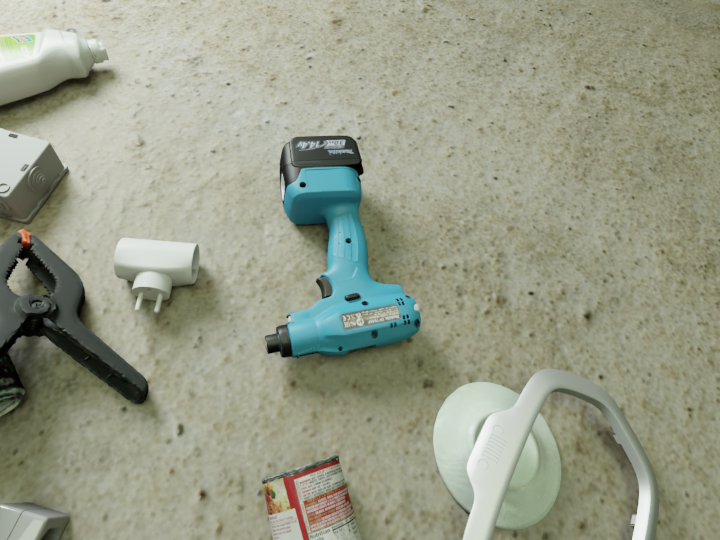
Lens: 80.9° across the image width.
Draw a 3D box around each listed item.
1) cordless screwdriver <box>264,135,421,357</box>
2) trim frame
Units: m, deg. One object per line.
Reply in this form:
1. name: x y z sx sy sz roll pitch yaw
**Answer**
1. cordless screwdriver: -0.046 -0.030 0.472 0.156 0.073 0.257 -10 67 -15
2. trim frame: 0.181 0.210 0.376 0.184 0.028 0.247 37 65 -1
